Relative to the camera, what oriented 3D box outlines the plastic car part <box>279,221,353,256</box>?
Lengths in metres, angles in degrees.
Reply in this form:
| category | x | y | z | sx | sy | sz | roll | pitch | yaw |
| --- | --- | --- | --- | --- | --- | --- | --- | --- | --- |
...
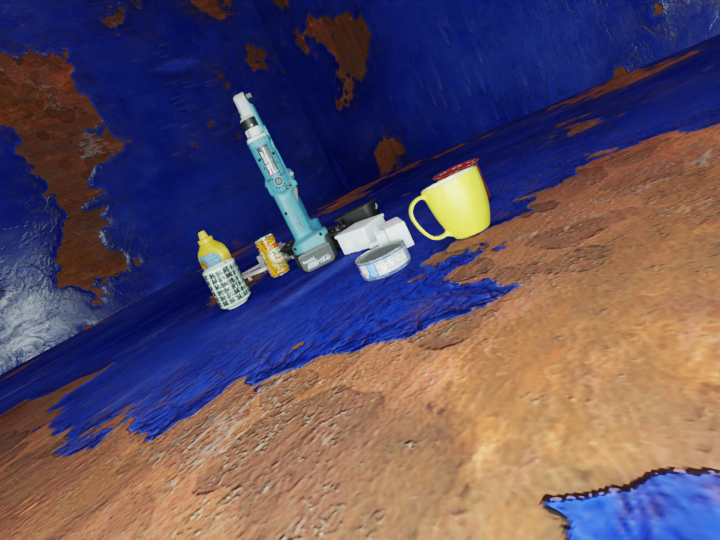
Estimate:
| category | x | y | z | sx | sy | sz | roll | pitch | yaw |
| --- | --- | --- | --- | --- | --- | --- | --- | --- | --- |
| plastic car part | -0.104 | -0.068 | 1.069 | 0.209 | 0.066 | 0.065 | -19 | 12 | 27 |

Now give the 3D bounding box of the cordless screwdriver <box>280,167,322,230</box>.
| category | x | y | z | sx | sy | sz | roll | pitch | yaw |
| --- | --- | --- | --- | --- | --- | --- | --- | --- | --- |
| cordless screwdriver | -0.176 | -0.170 | 1.201 | 0.074 | 0.245 | 0.163 | -27 | 10 | -9 |

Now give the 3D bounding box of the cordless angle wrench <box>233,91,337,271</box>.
| category | x | y | z | sx | sy | sz | roll | pitch | yaw |
| --- | --- | --- | --- | --- | --- | --- | --- | --- | --- |
| cordless angle wrench | -0.183 | -0.201 | 0.960 | 0.098 | 0.417 | 0.075 | -26 | 8 | -3 |

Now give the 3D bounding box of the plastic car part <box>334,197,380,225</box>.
| category | x | y | z | sx | sy | sz | roll | pitch | yaw |
| --- | --- | --- | --- | --- | --- | --- | --- | --- | --- |
| plastic car part | 0.003 | -0.134 | 1.110 | 0.119 | 0.070 | 0.065 | -20 | 12 | 25 |

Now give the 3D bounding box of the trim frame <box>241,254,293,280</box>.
| category | x | y | z | sx | sy | sz | roll | pitch | yaw |
| --- | --- | --- | --- | --- | --- | --- | --- | --- | --- |
| trim frame | -0.274 | -0.019 | 1.282 | 0.243 | 0.027 | 0.191 | -35 | 16 | -34 |
